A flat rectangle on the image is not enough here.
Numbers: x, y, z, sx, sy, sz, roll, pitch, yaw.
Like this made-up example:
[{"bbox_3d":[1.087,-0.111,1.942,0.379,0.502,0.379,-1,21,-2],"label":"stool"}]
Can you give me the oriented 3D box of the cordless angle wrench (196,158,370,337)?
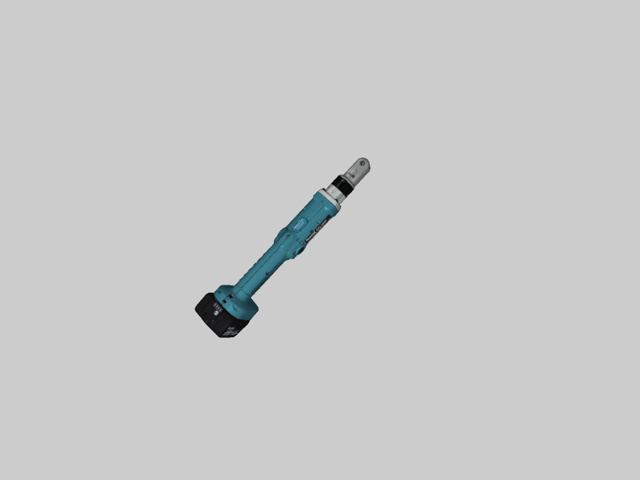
[{"bbox_3d":[-0.055,0.004,0.798,0.074,0.423,0.098,43,-1,17],"label":"cordless angle wrench"}]
